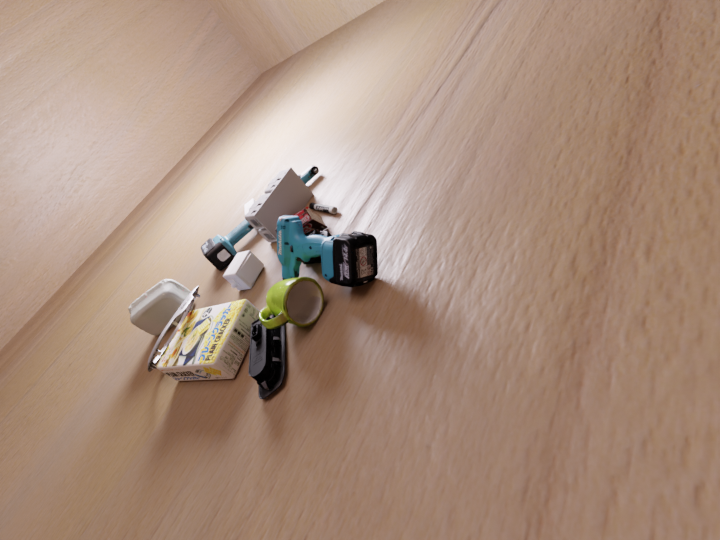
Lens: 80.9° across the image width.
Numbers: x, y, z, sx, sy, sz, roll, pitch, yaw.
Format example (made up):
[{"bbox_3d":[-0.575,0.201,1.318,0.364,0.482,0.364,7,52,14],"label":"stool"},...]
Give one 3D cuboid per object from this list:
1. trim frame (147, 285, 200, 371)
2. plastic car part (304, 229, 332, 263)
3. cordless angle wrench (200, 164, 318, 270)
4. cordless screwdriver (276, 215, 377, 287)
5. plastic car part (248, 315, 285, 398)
[{"bbox_3d":[-0.452,0.140,1.033,0.183,0.027,0.252,-58,11,30],"label":"trim frame"},{"bbox_3d":[-0.091,-0.060,0.935,0.122,0.068,0.066,-6,46,46],"label":"plastic car part"},{"bbox_3d":[-0.290,-0.173,1.266,0.422,0.071,0.103,-42,33,-5],"label":"cordless angle wrench"},{"bbox_3d":[-0.082,-0.018,0.851,0.071,0.157,0.263,-12,20,-43],"label":"cordless screwdriver"},{"bbox_3d":[-0.180,0.144,0.806,0.067,0.064,0.212,-28,38,8],"label":"plastic car part"}]
